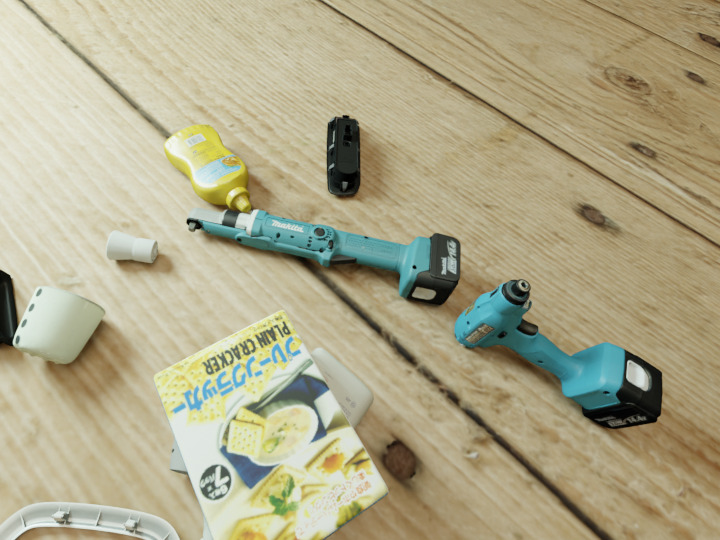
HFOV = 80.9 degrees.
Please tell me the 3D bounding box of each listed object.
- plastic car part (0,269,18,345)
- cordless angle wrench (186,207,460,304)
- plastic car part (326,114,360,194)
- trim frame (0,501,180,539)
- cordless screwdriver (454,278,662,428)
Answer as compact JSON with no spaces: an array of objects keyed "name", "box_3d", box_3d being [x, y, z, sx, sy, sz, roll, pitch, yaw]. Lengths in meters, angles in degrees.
[{"name":"plastic car part","box_3d":[-0.497,0.055,0.546,0.070,0.064,0.121,-24,66,-7]},{"name":"cordless angle wrench","box_3d":[-0.065,-0.042,0.662,0.425,0.072,0.099,12,56,3]},{"name":"plastic car part","box_3d":[-0.027,-0.227,0.794,0.065,0.067,0.208,9,58,-14]},{"name":"trim frame","box_3d":[-0.284,0.333,0.406,0.247,0.027,0.188,9,57,-4]},{"name":"cordless screwdriver","box_3d":[0.266,0.103,0.557,0.253,0.157,0.074,29,57,7]}]
